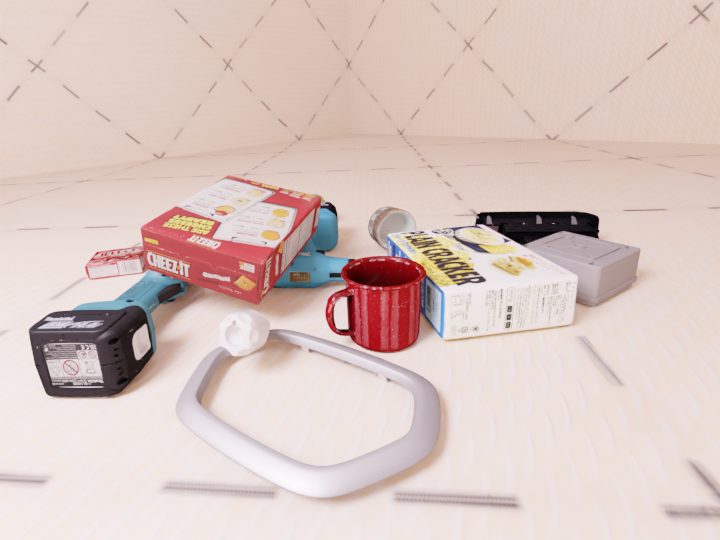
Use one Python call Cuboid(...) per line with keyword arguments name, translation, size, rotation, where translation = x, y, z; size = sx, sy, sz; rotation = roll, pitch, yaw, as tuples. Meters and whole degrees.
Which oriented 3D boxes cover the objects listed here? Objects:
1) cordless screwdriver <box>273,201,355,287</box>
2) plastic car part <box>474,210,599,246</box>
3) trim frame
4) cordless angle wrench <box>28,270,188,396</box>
Cuboid(name="cordless screwdriver", translation=(-0.070, -0.046, 0.714), size=(0.161, 0.072, 0.253), rotation=(-1, 26, 4))
Cuboid(name="plastic car part", translation=(0.302, -0.063, 0.710), size=(0.204, 0.064, 0.069), rotation=(-2, 31, 4))
Cuboid(name="trim frame", translation=(-0.052, 0.111, 0.387), size=(0.261, 0.027, 0.179), rotation=(9, 26, 32))
Cuboid(name="cordless angle wrench", translation=(-0.276, 0.016, 0.600), size=(0.098, 0.073, 0.430), rotation=(-3, 20, 0))
